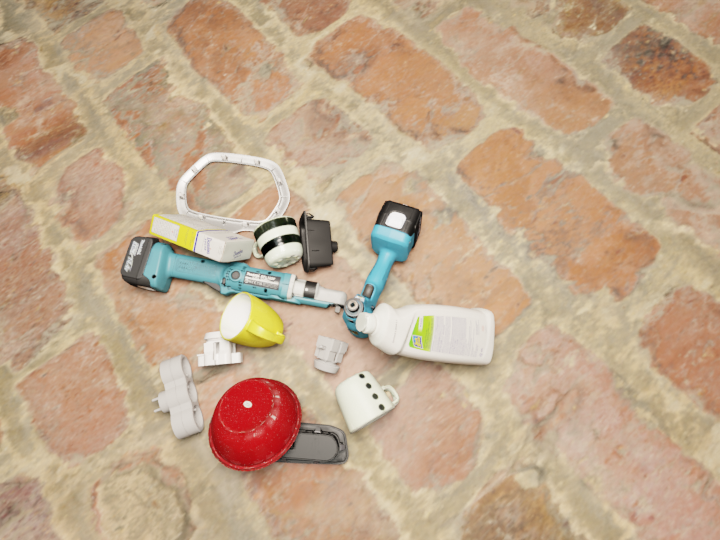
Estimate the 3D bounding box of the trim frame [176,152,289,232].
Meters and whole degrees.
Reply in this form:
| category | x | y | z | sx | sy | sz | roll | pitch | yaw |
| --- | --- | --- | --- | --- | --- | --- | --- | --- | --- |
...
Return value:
| category | x | y | z | sx | sy | sz | roll | pitch | yaw |
| --- | --- | --- | --- | --- | --- | --- | --- | --- | --- |
| trim frame | -0.270 | -0.165 | 0.890 | 0.251 | 0.027 | 0.186 | 10 | 74 | 6 |

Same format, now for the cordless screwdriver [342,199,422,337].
| category | x | y | z | sx | sy | sz | roll | pitch | yaw |
| --- | --- | --- | --- | --- | --- | --- | --- | --- | --- |
| cordless screwdriver | 0.034 | -0.009 | 0.746 | 0.077 | 0.154 | 0.250 | 19 | 73 | 14 |

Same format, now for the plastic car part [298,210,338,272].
| category | x | y | z | sx | sy | sz | roll | pitch | yaw |
| --- | --- | --- | --- | --- | --- | --- | --- | --- | --- |
| plastic car part | -0.081 | -0.053 | 0.825 | 0.069 | 0.066 | 0.119 | -6 | 75 | -15 |

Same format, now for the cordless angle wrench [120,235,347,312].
| category | x | y | z | sx | sy | sz | roll | pitch | yaw |
| --- | --- | --- | --- | --- | --- | --- | --- | --- | --- |
| cordless angle wrench | -0.235 | 0.017 | 0.807 | 0.427 | 0.073 | 0.099 | 10 | 73 | 5 |

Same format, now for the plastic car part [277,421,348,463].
| category | x | y | z | sx | sy | sz | roll | pitch | yaw |
| --- | --- | --- | --- | --- | --- | --- | --- | --- | --- |
| plastic car part | -0.121 | 0.290 | 0.714 | 0.204 | 0.065 | 0.068 | 3 | 66 | 2 |
